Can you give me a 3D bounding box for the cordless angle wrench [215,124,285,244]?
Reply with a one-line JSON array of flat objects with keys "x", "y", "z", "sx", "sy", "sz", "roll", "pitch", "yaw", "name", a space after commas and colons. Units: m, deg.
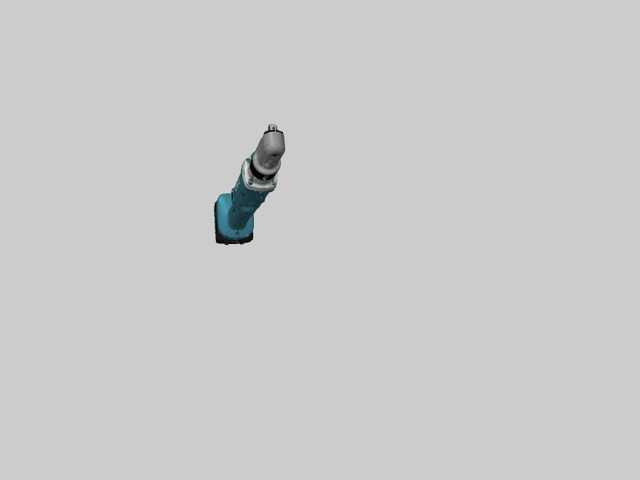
[{"x": -0.123, "y": -0.077, "z": 0.718, "sx": 0.074, "sy": 0.098, "sz": 0.424, "roll": -2, "pitch": -11, "yaw": -20, "name": "cordless angle wrench"}]
